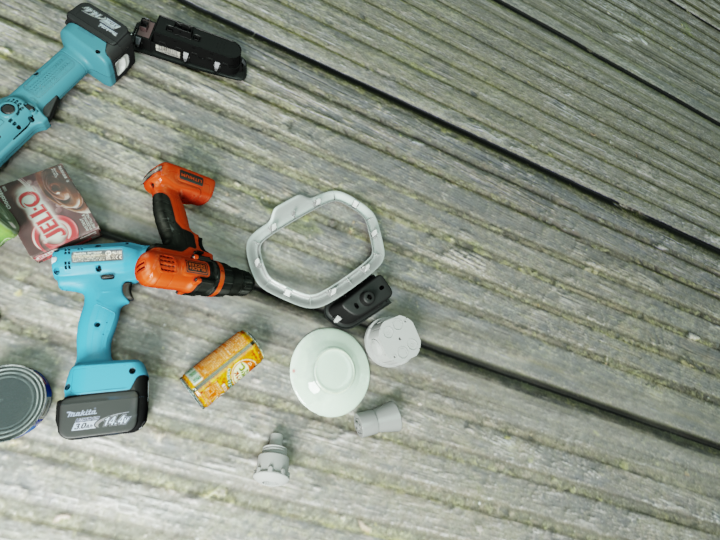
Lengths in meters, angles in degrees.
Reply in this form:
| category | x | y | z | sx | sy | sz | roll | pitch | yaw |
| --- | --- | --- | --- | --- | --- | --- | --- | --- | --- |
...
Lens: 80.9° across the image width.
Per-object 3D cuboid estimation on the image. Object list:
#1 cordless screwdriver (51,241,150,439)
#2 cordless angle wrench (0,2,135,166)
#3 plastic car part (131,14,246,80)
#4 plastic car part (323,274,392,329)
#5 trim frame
| category | x | y | z | sx | sy | sz | roll | pitch | yaw |
| --- | --- | --- | --- | --- | --- | --- | --- | --- | --- |
| cordless screwdriver | -0.309 | 0.079 | 0.552 | 0.154 | 0.075 | 0.255 | -5 | 69 | -23 |
| cordless angle wrench | -0.487 | -0.214 | 0.600 | 0.096 | 0.075 | 0.425 | 30 | 66 | -9 |
| plastic car part | -0.294 | -0.398 | 0.744 | 0.197 | 0.068 | 0.068 | 15 | 60 | -18 |
| plastic car part | 0.005 | 0.047 | 0.678 | 0.114 | 0.072 | 0.067 | -32 | 86 | -31 |
| trim frame | -0.068 | -0.045 | 0.698 | 0.244 | 0.027 | 0.189 | -34 | 74 | -25 |
